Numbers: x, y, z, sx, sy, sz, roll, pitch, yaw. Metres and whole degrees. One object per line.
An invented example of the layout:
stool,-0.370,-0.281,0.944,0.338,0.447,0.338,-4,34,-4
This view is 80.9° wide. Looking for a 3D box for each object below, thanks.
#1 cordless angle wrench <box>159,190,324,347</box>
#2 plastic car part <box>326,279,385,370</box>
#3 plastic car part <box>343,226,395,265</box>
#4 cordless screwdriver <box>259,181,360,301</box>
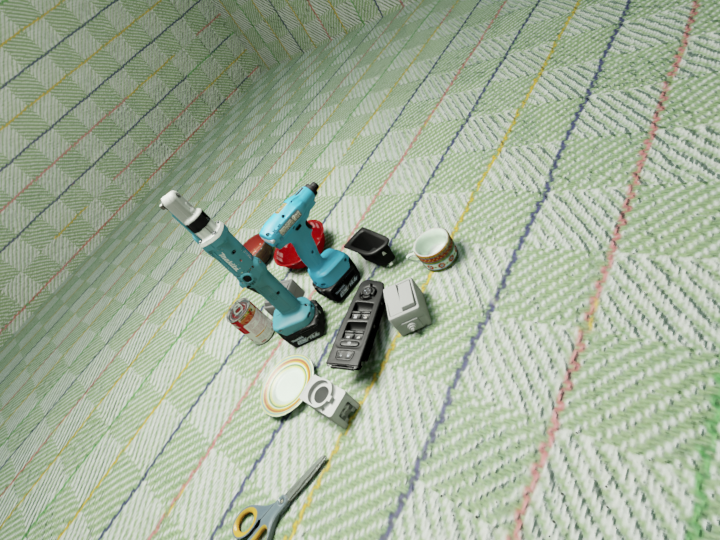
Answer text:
cordless angle wrench,-0.218,0.000,0.822,0.099,0.402,0.077,-28,35,17
plastic car part,0.007,0.104,0.798,0.069,0.064,0.205,-11,45,35
plastic car part,0.030,-0.043,0.928,0.066,0.067,0.123,-47,36,-10
cordless screwdriver,-0.089,-0.058,0.908,0.158,0.236,0.078,-51,35,-16
